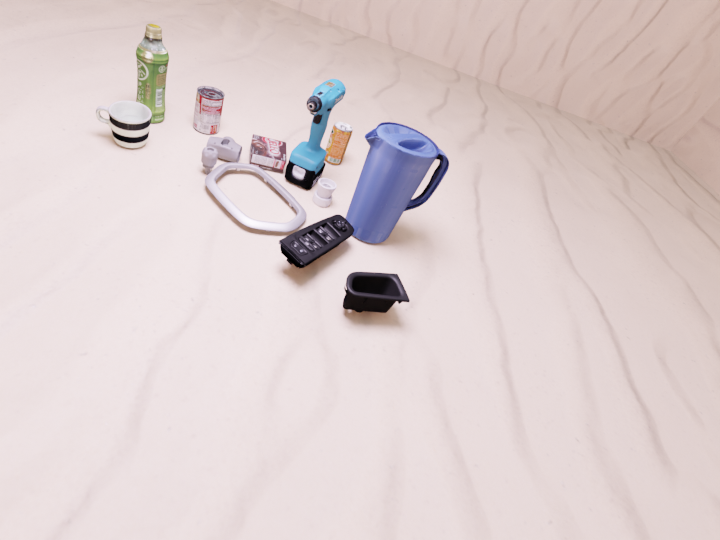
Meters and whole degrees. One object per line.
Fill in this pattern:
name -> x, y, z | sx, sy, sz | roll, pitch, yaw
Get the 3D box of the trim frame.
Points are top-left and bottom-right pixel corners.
trim frame -> -0.227, -0.163, 0.922 | 0.259, 0.027, 0.178 | 41, 43, 24

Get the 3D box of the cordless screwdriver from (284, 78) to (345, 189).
cordless screwdriver -> -0.110, -0.300, 0.960 | 0.075, 0.246, 0.159 | 26, 38, 1

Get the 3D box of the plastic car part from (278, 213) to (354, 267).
plastic car part -> -0.081, -0.053, 0.828 | 0.068, 0.066, 0.199 | 35, 41, 14

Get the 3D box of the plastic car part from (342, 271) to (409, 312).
plastic car part -> 0.015, 0.046, 0.752 | 0.112, 0.070, 0.069 | 3, 43, -22
